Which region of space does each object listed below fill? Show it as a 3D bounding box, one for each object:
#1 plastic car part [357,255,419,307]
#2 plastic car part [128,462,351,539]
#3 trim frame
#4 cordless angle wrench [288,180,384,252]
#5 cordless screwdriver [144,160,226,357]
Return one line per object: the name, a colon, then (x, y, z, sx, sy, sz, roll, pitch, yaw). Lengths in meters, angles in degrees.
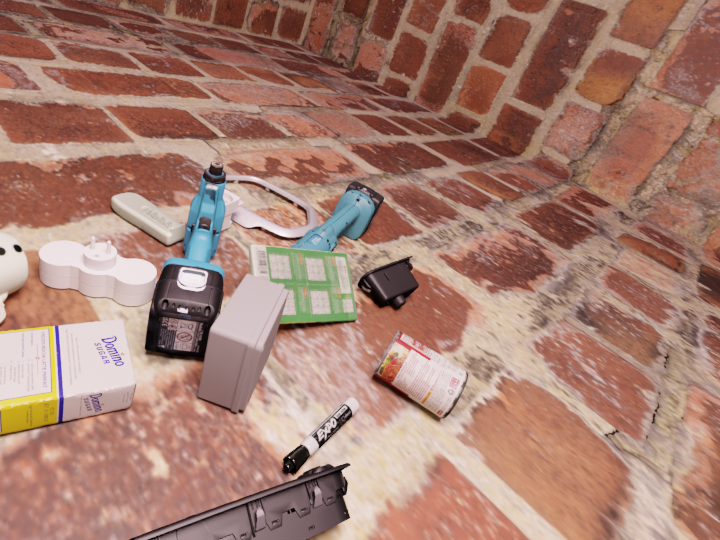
plastic car part: (0.054, 0.029, 0.718, 0.112, 0.066, 0.073, -21, 65, -44)
plastic car part: (-0.084, 0.211, 0.347, 0.194, 0.066, 0.070, -7, 52, -38)
trim frame: (-0.196, -0.133, 0.847, 0.254, 0.027, 0.182, 30, 31, 11)
cordless angle wrench: (-0.071, -0.047, 0.729, 0.076, 0.097, 0.418, 31, 36, 6)
cordless screwdriver: (-0.208, -0.025, 0.545, 0.072, 0.158, 0.259, 11, 34, -20)
